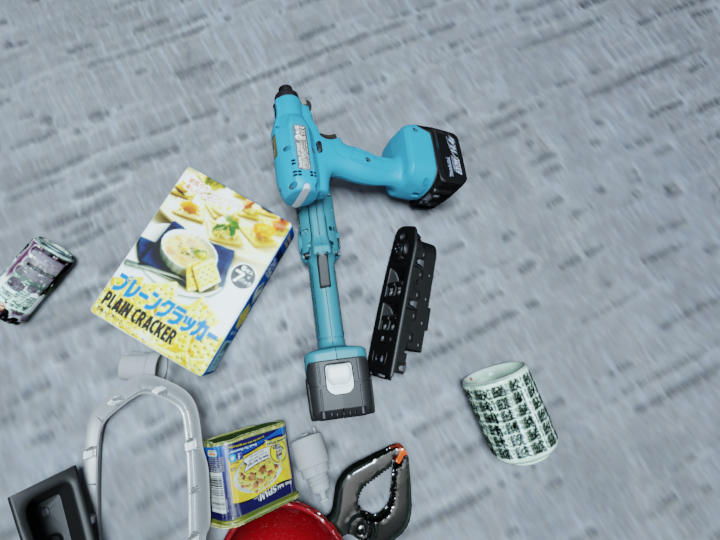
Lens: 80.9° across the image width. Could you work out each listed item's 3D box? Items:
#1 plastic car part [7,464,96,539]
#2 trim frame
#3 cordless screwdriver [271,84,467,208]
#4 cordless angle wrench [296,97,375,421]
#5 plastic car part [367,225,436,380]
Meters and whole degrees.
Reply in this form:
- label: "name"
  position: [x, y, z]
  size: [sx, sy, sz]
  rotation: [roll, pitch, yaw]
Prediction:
- label: "plastic car part"
  position: [-0.340, 0.294, 0.470]
  size: [0.063, 0.072, 0.119]
  rotation: [-14, 72, -47]
- label: "trim frame"
  position: [-0.245, 0.246, 0.477]
  size: [0.189, 0.026, 0.252]
  rotation: [-7, 78, 17]
- label: "cordless screwdriver"
  position: [0.006, -0.159, 0.547]
  size: [0.240, 0.075, 0.163]
  rotation: [-1, 69, -23]
- label: "cordless angle wrench"
  position: [-0.054, -0.035, 0.554]
  size: [0.074, 0.097, 0.431]
  rotation: [-6, 74, -8]
- label: "plastic car part"
  position: [0.061, 0.039, 0.551]
  size: [0.066, 0.067, 0.205]
  rotation: [11, 77, -14]
